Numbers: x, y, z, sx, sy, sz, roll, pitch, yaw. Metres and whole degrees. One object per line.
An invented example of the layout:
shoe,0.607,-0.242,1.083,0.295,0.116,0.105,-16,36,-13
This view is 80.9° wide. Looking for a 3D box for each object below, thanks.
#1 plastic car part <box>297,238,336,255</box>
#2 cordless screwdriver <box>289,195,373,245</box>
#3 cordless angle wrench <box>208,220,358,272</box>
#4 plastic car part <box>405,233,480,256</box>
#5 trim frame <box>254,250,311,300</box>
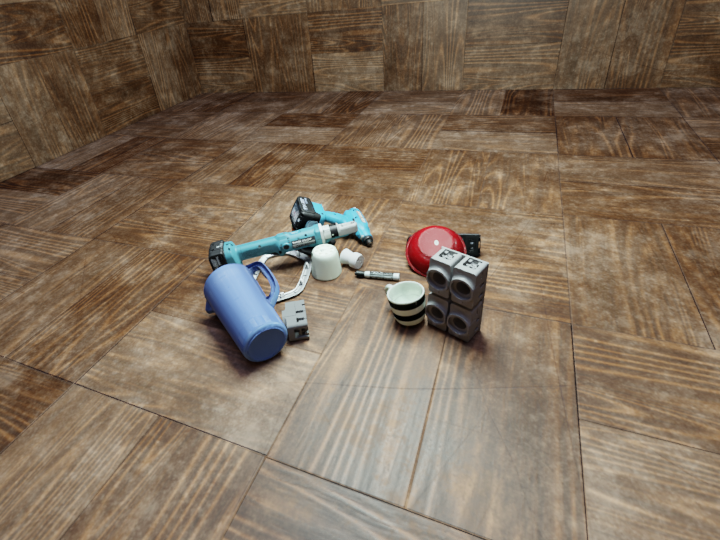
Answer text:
plastic car part,-0.125,-0.082,1.281,0.121,0.065,0.070,13,25,20
cordless screwdriver,-0.082,-0.141,1.277,0.238,0.074,0.167,5,38,-30
cordless angle wrench,-0.214,-0.077,1.199,0.422,0.094,0.077,-14,35,-1
plastic car part,0.231,-0.081,1.206,0.206,0.064,0.068,0,25,10
trim frame,-0.235,0.008,1.197,0.188,0.026,0.253,-1,38,11
